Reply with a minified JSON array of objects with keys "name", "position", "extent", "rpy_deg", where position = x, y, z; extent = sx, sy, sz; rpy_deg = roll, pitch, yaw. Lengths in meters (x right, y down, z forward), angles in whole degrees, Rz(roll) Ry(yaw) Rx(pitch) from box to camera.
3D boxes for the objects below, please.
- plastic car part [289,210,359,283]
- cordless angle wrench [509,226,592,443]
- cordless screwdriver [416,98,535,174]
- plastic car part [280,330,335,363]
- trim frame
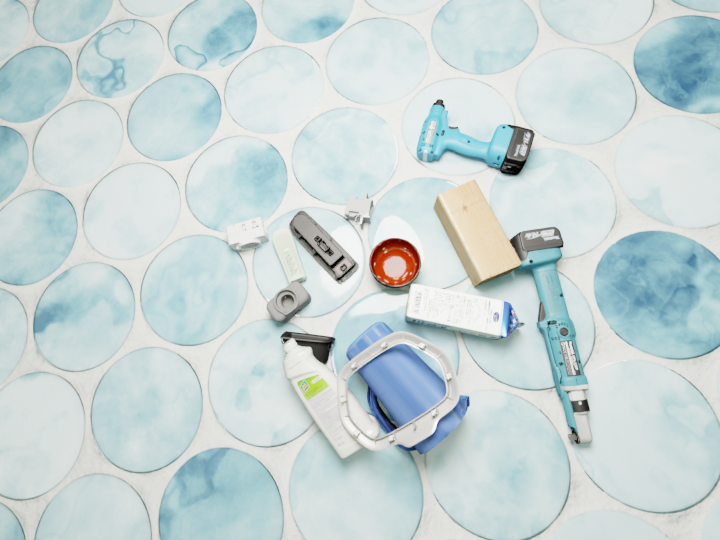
[{"name":"plastic car part","position":[-0.097,-0.063,0.987],"extent":[0.066,0.065,0.210],"rpy_deg":[-44,71,1]},{"name":"cordless angle wrench","position":[0.401,0.124,0.862],"extent":[0.099,0.072,0.430],"rpy_deg":[-9,76,4]},{"name":"cordless screwdriver","position":[0.270,-0.320,1.000],"extent":[0.256,0.072,0.160],"rpy_deg":[14,77,15]},{"name":"plastic car part","position":[-0.117,0.176,0.927],"extent":[0.118,0.065,0.071],"rpy_deg":[8,92,6]},{"name":"trim frame","position":[0.060,0.226,0.783],"extent":[0.251,0.026,0.190],"rpy_deg":[-37,71,15]}]
